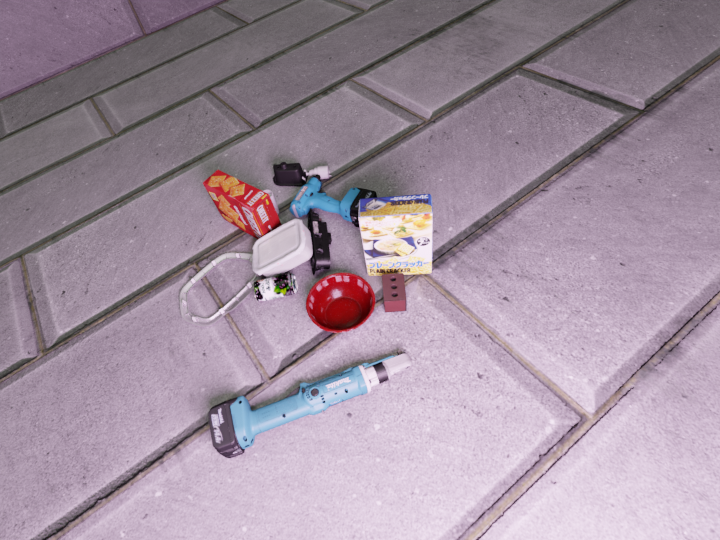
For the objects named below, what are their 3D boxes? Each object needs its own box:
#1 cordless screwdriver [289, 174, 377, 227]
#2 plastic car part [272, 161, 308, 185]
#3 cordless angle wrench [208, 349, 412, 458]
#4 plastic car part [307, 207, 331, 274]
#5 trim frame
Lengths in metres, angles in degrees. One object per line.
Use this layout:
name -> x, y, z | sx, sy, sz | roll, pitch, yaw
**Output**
cordless screwdriver -> -0.069, -0.210, 1.222 | 0.260, 0.071, 0.160 | 12, 56, 25
plastic car part -> -0.230, -0.311, 1.337 | 0.119, 0.068, 0.067 | 3, 51, 10
cordless angle wrench -> -0.092, 0.257, 0.862 | 0.420, 0.071, 0.103 | -19, 51, -6
plastic car part -> -0.111, -0.073, 1.134 | 0.065, 0.066, 0.210 | 9, 48, -16
trim frame -> -0.370, 0.041, 1.119 | 0.194, 0.026, 0.246 | 31, 63, 30
